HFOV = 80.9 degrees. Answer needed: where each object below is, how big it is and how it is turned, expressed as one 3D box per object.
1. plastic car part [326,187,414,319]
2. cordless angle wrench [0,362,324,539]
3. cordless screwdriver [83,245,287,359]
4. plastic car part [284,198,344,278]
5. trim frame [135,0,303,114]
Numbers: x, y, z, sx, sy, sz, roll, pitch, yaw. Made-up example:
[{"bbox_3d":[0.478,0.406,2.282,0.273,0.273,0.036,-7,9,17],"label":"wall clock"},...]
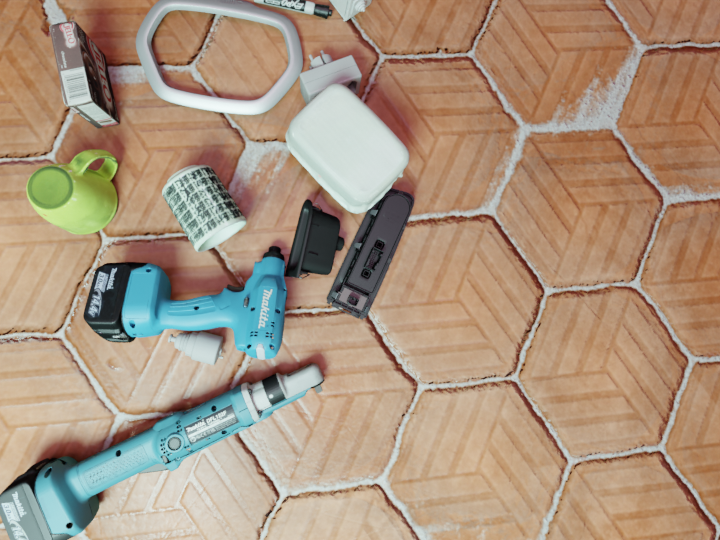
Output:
[{"bbox_3d":[0.020,-0.032,0.613,0.067,0.066,0.203,24,82,2],"label":"plastic car part"},{"bbox_3d":[-0.246,0.226,0.571,0.419,0.075,0.098,-25,90,-8],"label":"cordless angle wrench"},{"bbox_3d":[-0.224,0.029,0.575,0.248,0.073,0.163,4,60,-2],"label":"cordless screwdriver"},{"bbox_3d":[-0.060,-0.039,0.611,0.068,0.068,0.117,18,82,-21],"label":"plastic car part"},{"bbox_3d":[-0.210,-0.327,0.635,0.248,0.027,0.184,7,86,-2],"label":"trim frame"}]
